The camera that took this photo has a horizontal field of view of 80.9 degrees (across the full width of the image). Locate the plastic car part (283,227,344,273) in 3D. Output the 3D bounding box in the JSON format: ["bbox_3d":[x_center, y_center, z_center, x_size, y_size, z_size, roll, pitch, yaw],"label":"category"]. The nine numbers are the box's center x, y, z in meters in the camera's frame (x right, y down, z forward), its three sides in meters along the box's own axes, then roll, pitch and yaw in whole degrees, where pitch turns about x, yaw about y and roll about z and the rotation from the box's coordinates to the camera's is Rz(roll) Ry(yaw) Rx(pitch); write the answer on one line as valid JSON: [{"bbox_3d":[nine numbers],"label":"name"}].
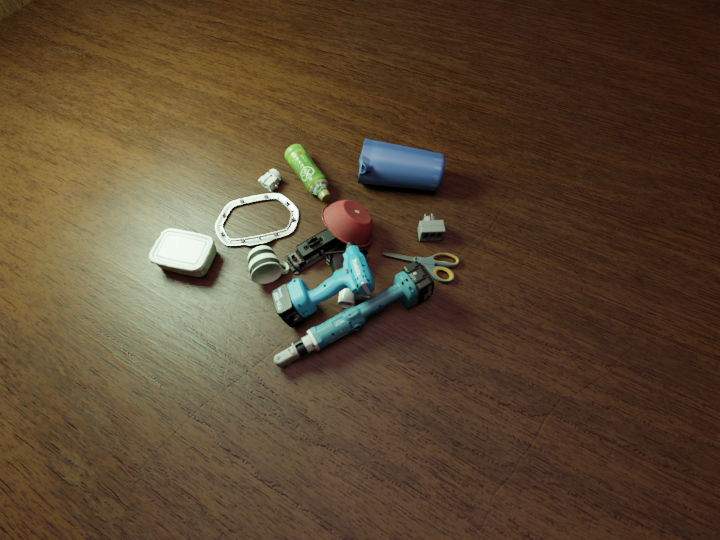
[{"bbox_3d":[-0.114,-0.074,1.164,0.200,0.064,0.070,-30,56,-16],"label":"plastic car part"}]

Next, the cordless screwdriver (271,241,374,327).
[{"bbox_3d":[-0.096,0.029,1.050,0.251,0.070,0.166,-25,46,8],"label":"cordless screwdriver"}]

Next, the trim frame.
[{"bbox_3d":[-0.305,-0.151,1.244,0.247,0.027,0.191,-11,60,-4],"label":"trim frame"}]

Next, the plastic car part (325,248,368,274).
[{"bbox_3d":[-0.033,-0.015,1.125,0.116,0.065,0.072,-3,75,-2],"label":"plastic car part"}]

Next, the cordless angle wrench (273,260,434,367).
[{"bbox_3d":[-0.020,0.118,1.024,0.419,0.094,0.078,-29,60,-8],"label":"cordless angle wrench"}]
